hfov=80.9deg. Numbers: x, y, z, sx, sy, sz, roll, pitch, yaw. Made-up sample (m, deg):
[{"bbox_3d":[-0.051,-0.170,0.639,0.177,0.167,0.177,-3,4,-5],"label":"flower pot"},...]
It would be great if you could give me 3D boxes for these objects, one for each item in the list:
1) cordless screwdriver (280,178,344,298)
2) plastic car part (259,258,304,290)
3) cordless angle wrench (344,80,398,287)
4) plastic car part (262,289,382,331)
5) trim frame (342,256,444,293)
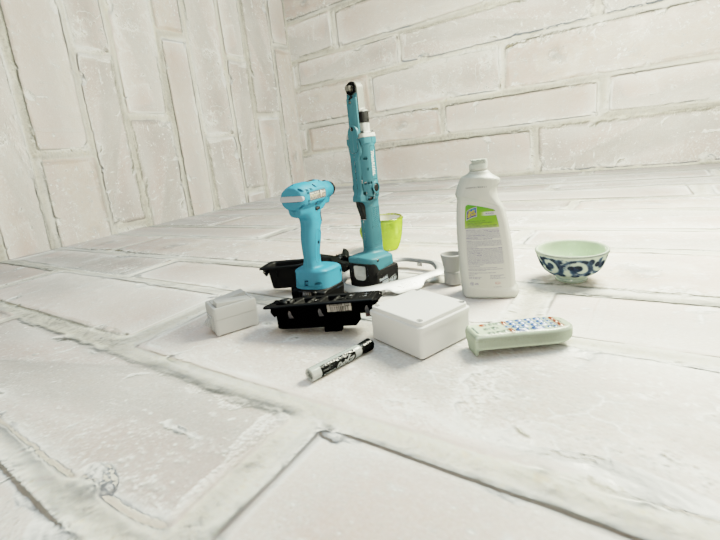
[{"bbox_3d":[-0.081,-0.053,0.824,0.077,0.245,0.155,0,15,26],"label":"cordless screwdriver"},{"bbox_3d":[-0.156,0.013,0.944,0.120,0.070,0.065,-2,15,19],"label":"plastic car part"},{"bbox_3d":[0.010,-0.170,0.877,0.078,0.416,0.094,5,17,40],"label":"cordless angle wrench"},{"bbox_3d":[-0.065,0.069,0.721,0.209,0.066,0.066,-2,15,17],"label":"plastic car part"},{"bbox_3d":[0.064,0.011,0.931,0.243,0.027,0.192,-12,17,-17],"label":"trim frame"}]
